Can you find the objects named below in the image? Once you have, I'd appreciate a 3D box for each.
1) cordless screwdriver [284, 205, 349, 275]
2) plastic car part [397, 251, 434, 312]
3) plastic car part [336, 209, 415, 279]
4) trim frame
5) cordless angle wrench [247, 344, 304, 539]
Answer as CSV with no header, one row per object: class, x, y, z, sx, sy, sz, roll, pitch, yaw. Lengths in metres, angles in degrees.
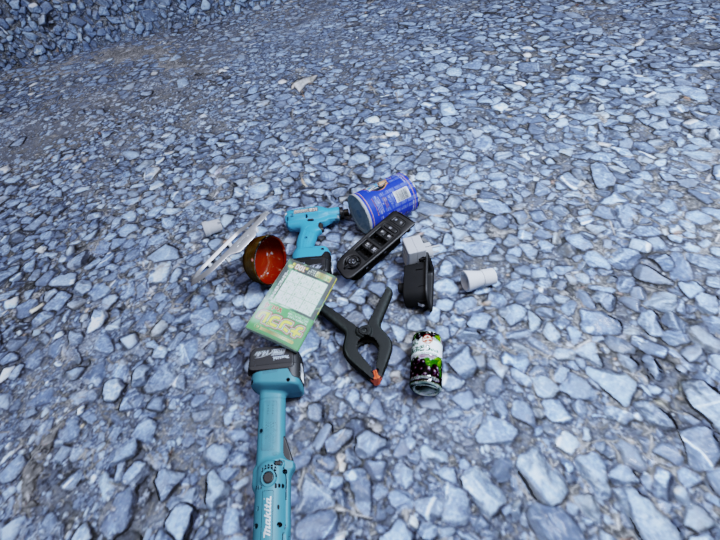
cordless screwdriver,-0.096,-0.063,0.984,0.160,0.071,0.258,-9,45,1
plastic car part,0.114,0.029,0.878,0.073,0.062,0.118,-5,51,24
plastic car part,0.030,-0.048,0.947,0.201,0.064,0.069,-39,62,-17
trim frame,-0.301,-0.051,0.977,0.190,0.027,0.247,-15,31,52
cordless angle wrench,-0.136,0.326,0.658,0.098,0.071,0.438,-9,51,2
